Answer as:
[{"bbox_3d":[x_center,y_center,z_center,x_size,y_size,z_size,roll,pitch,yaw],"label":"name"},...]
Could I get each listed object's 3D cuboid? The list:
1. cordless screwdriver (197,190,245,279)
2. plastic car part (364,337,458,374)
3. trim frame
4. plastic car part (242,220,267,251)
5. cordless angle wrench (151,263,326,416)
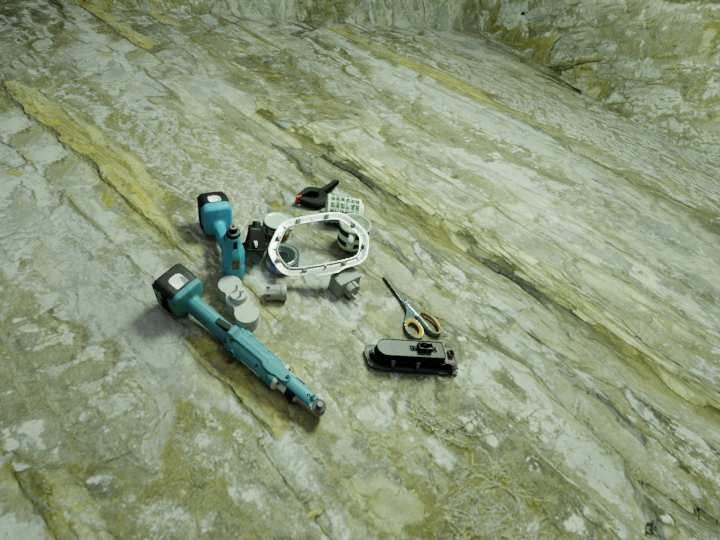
[{"bbox_3d":[-0.332,-0.106,1.016,0.072,0.156,0.262,-11,47,-26],"label":"cordless screwdriver"},{"bbox_3d":[0.111,0.178,0.893,0.201,0.065,0.068,3,52,-6],"label":"plastic car part"},{"bbox_3d":[-0.101,-0.066,1.033,0.245,0.027,0.191,-9,59,-9],"label":"trim frame"},{"bbox_3d":[-0.257,-0.087,1.036,0.065,0.070,0.119,4,7,-13],"label":"plastic car part"},{"bbox_3d":[-0.239,0.143,0.838,0.436,0.096,0.073,35,55,16],"label":"cordless angle wrench"}]
